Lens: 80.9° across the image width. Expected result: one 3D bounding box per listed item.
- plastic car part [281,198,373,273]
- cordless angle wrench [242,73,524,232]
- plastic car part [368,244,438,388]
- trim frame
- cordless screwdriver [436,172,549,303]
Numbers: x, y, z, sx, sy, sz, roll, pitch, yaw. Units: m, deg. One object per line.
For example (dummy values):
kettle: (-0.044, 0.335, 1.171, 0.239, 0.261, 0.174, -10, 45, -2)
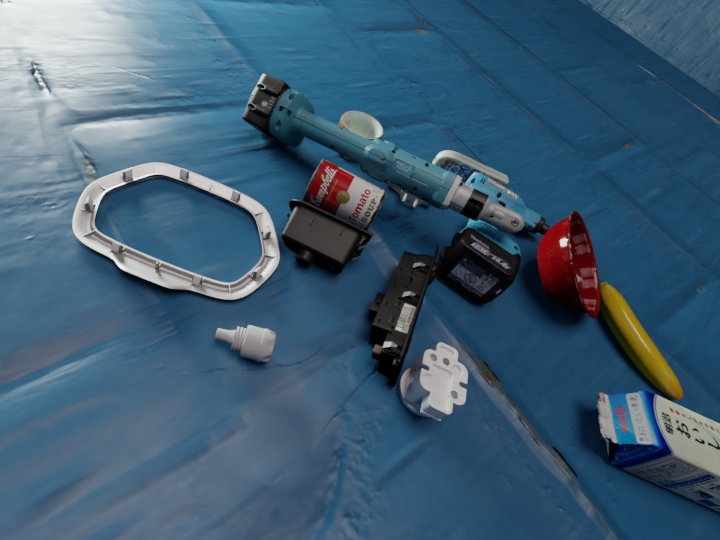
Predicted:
plastic car part: (-0.054, -0.035, 0.552, 0.117, 0.065, 0.071, 24, 63, 0)
cordless angle wrench: (0.031, -0.158, 0.610, 0.432, 0.074, 0.096, 28, 6, 11)
plastic car part: (0.053, 0.042, 0.533, 0.070, 0.064, 0.202, 14, 46, 20)
trim frame: (-0.216, -0.055, 0.518, 0.246, 0.027, 0.187, 23, 49, -6)
cordless screwdriver: (0.217, -0.051, 0.661, 0.160, 0.074, 0.248, 31, 45, 1)
